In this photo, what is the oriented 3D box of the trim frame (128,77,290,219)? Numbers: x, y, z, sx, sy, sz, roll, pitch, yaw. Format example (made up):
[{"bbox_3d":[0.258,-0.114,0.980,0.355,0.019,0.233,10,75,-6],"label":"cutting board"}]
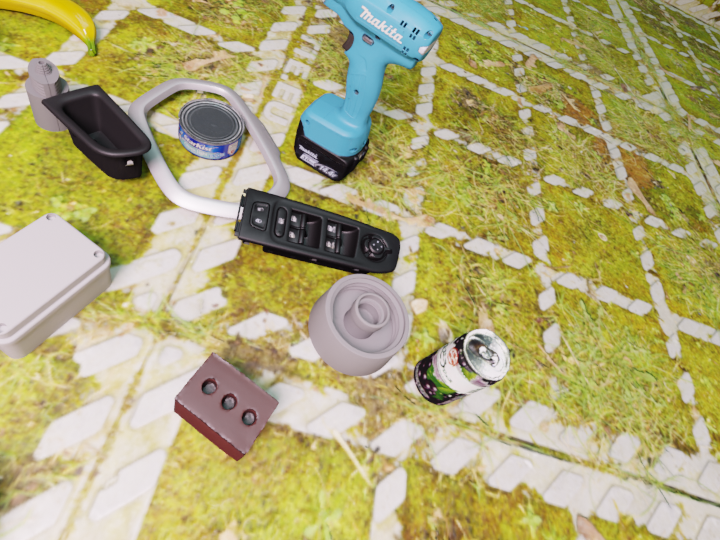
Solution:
[{"bbox_3d":[-0.195,-0.167,0.562,0.179,0.027,0.257,-22,68,-31],"label":"trim frame"}]

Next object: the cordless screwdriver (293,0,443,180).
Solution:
[{"bbox_3d":[-0.025,-0.241,0.537,0.160,0.249,0.074,37,52,1],"label":"cordless screwdriver"}]

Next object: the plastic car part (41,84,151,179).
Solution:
[{"bbox_3d":[-0.292,-0.145,0.483,0.119,0.071,0.065,45,53,9],"label":"plastic car part"}]

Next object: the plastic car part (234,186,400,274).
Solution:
[{"bbox_3d":[-0.049,-0.032,0.504,0.198,0.067,0.068,12,56,-14],"label":"plastic car part"}]
